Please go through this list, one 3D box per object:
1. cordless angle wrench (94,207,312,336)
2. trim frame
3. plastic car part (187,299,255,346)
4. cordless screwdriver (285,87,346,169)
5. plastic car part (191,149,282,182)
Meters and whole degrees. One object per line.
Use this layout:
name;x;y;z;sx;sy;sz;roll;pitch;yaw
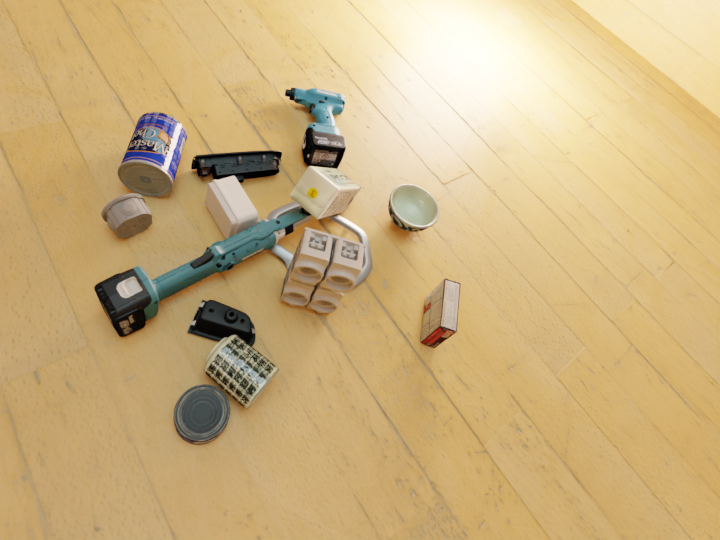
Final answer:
cordless angle wrench;-0.255;-0.027;0.779;0.413;0.097;0.076;-32;76;-31
trim frame;-0.088;-0.057;0.896;0.248;0.027;0.185;28;54;-1
plastic car part;-0.233;0.087;0.734;0.116;0.070;0.067;18;57;-3
cordless screwdriver;-0.115;-0.369;1.056;0.156;0.074;0.256;7;54;-14
plastic car part;-0.261;-0.228;0.928;0.197;0.067;0.068;-16;77;-25
